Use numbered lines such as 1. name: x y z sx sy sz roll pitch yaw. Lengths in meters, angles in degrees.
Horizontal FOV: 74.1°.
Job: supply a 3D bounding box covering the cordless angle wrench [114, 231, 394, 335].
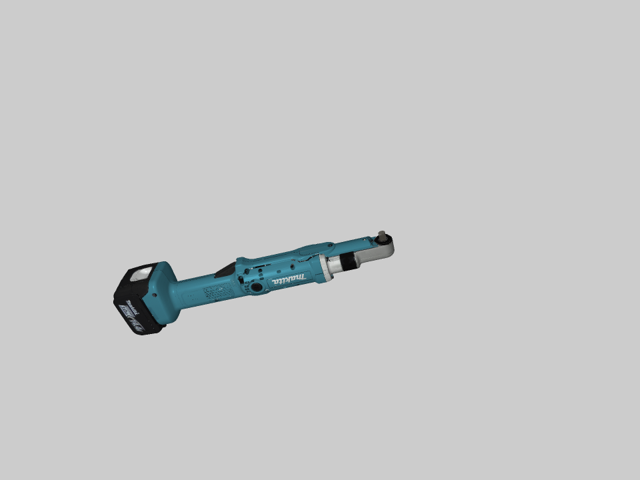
1. cordless angle wrench: -0.097 0.055 0.650 0.423 0.098 0.074 -13 33 7
